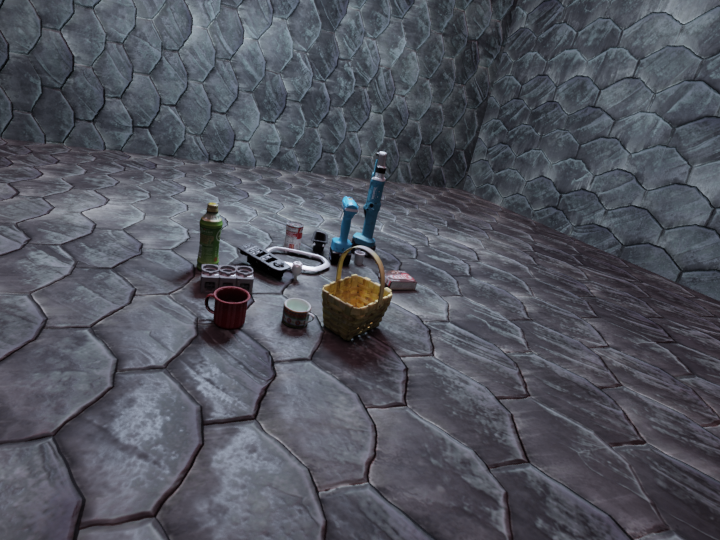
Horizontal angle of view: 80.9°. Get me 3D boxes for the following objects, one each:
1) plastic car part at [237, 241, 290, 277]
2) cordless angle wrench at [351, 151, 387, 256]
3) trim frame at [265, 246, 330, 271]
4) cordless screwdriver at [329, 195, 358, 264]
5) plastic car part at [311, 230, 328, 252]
[{"bbox_3d":[-0.326,-0.028,1.422,0.213,0.066,0.064,23,24,29],"label":"plastic car part"},{"bbox_3d":[0.048,-0.264,1.695,0.101,0.417,0.073,18,21,14],"label":"cordless angle wrench"},{"bbox_3d":[-0.233,-0.042,1.548,0.248,0.027,0.187,9,22,-3],"label":"trim frame"},{"bbox_3d":[-0.064,-0.158,1.615,0.073,0.245,0.164,8,21,-12],"label":"cordless screwdriver"},{"bbox_3d":[-0.165,-0.108,1.683,0.066,0.070,0.119,10,21,-5],"label":"plastic car part"}]
